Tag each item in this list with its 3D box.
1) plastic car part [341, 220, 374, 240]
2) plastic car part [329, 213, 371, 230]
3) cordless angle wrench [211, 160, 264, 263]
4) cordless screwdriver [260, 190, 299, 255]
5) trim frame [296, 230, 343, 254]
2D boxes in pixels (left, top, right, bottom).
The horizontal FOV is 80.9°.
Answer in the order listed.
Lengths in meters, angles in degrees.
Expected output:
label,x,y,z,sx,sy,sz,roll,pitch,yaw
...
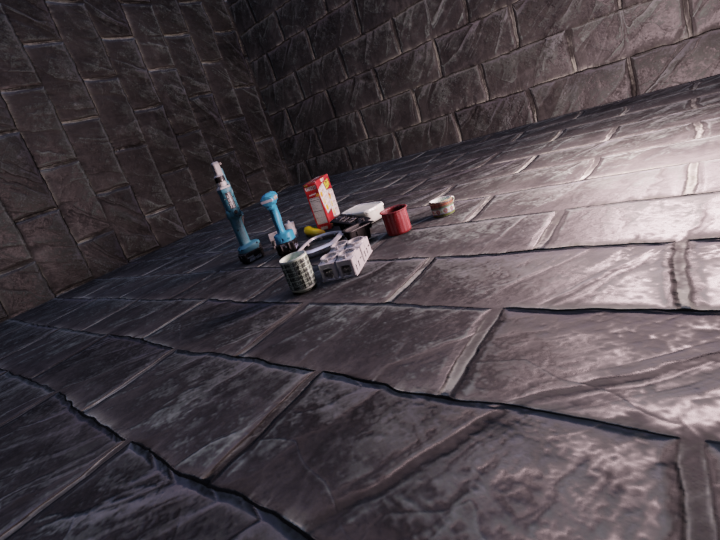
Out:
label,x,y,z,sx,sy,sz,roll,pitch,yaw
plastic car part,-0.009,-0.117,1.407,0.114,0.069,0.069,-33,21,-35
plastic car part,-0.033,-0.173,1.594,0.065,0.065,0.213,-29,20,-28
cordless angle wrench,-0.510,-0.233,1.702,0.095,0.414,0.078,-28,17,-32
cordless screwdriver,-0.315,-0.190,1.651,0.075,0.243,0.161,-18,16,6
trim frame,-0.154,-0.101,1.575,0.189,0.027,0.249,-14,20,18
